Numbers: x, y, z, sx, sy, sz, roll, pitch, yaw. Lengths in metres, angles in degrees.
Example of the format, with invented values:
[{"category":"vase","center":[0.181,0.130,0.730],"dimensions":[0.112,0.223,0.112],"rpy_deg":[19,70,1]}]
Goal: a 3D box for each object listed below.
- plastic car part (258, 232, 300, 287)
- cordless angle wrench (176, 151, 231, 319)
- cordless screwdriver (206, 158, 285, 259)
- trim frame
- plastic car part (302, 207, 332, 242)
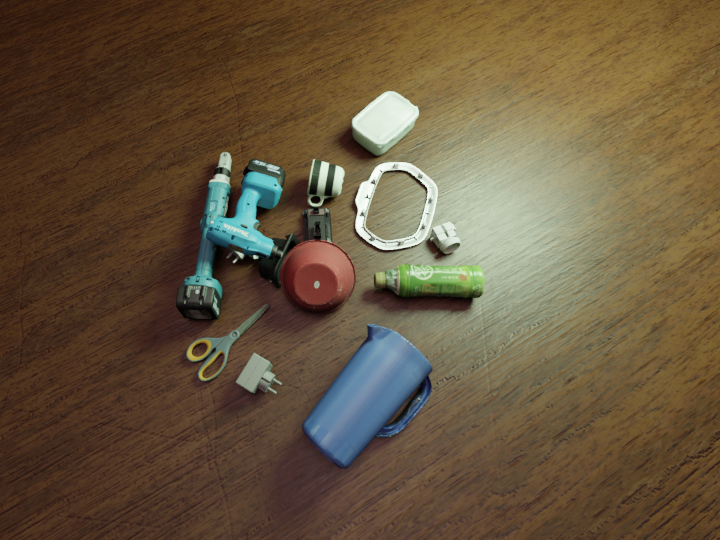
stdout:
[{"category":"plastic car part","center":[-0.190,-0.027,0.940],"dimensions":[0.074,0.063,0.117],"rpy_deg":[18,69,24]},{"category":"cordless angle wrench","center":[-0.335,-0.102,0.961],"dimensions":[0.074,0.096,0.434],"rpy_deg":[1,62,-5]},{"category":"cordless screwdriver","center":[-0.222,-0.133,0.940],"dimensions":[0.158,0.074,0.253],"rpy_deg":[19,49,-6]},{"category":"trim frame","center":[0.083,-0.160,1.006],"dimensions":[0.188,0.027,0.250],"rpy_deg":[16,68,10]},{"category":"plastic car part","center":[-0.093,-0.061,0.949],"dimensions":[0.065,0.066,0.208],"rpy_deg":[-1,67,-9]}]
